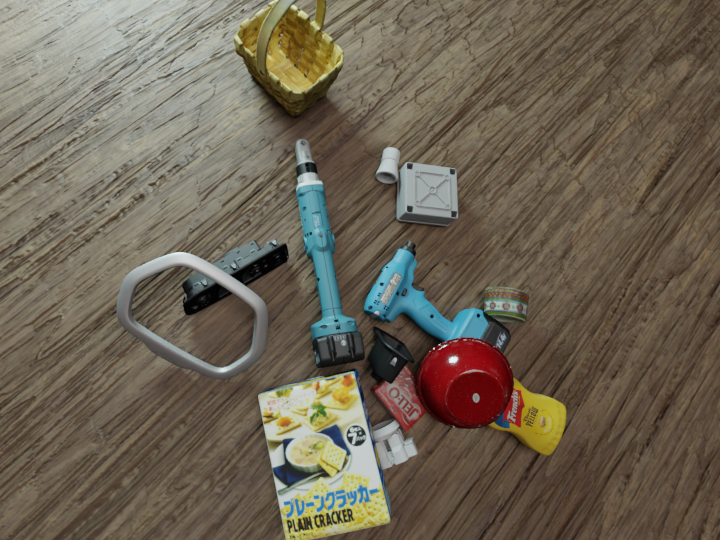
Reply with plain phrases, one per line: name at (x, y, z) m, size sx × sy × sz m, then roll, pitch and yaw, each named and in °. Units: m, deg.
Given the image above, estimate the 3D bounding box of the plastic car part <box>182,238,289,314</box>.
plastic car part at (-0.223, 0.001, 0.729) m, size 0.200 × 0.065 × 0.069 m, roll -36°, pitch 77°, yaw -17°

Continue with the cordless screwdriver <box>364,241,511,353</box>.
cordless screwdriver at (0.146, 0.066, 0.771) m, size 0.250 × 0.074 × 0.159 m, roll 30°, pitch 73°, yaw 2°

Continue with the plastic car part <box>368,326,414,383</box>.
plastic car part at (0.043, 0.151, 0.716) m, size 0.065 × 0.117 × 0.071 m, roll 30°, pitch 96°, yaw -6°

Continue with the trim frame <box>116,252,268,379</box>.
trim frame at (-0.263, 0.078, 0.676) m, size 0.240 × 0.028 × 0.184 m, roll 35°, pitch 97°, yaw -17°

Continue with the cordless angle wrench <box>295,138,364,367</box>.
cordless angle wrench at (-0.074, -0.048, 0.757) m, size 0.073 × 0.097 × 0.432 m, roll -8°, pitch 73°, yaw -12°
